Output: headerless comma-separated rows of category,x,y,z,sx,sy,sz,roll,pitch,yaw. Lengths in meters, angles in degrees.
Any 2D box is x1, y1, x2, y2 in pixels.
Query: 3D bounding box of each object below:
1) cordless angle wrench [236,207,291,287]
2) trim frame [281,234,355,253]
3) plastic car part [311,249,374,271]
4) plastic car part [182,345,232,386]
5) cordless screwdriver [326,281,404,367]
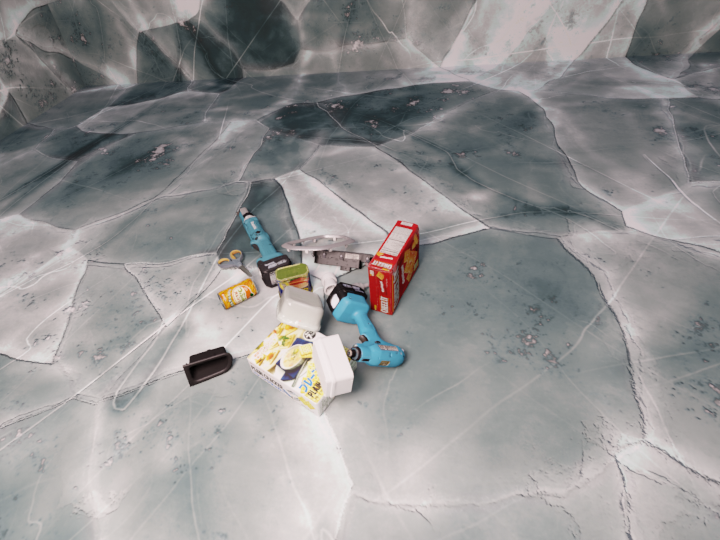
cordless angle wrench,-0.337,-0.105,1.407,0.096,0.071,0.447,-21,42,-17
trim frame,-0.128,-0.084,1.310,0.194,0.027,0.240,10,20,38
plastic car part,-0.059,-0.034,1.292,0.209,0.067,0.065,11,5,16
plastic car part,-0.382,0.227,1.060,0.114,0.064,0.075,-19,29,-18
cordless screwdriver,-0.011,0.133,1.044,0.151,0.074,0.262,13,29,-38
